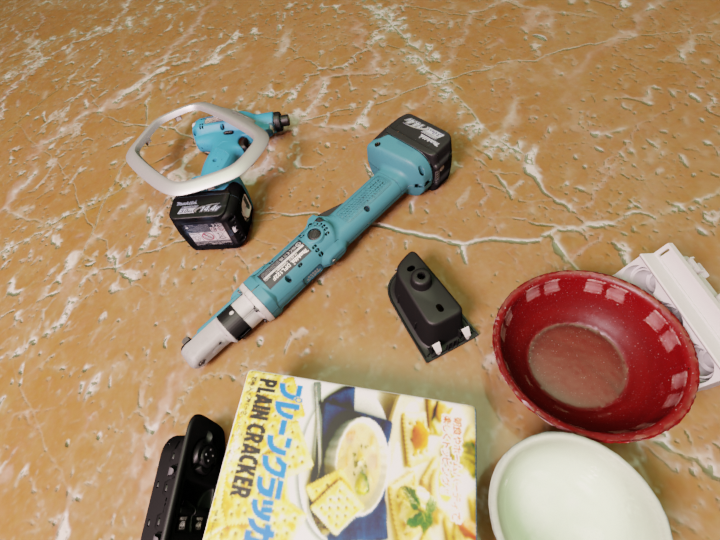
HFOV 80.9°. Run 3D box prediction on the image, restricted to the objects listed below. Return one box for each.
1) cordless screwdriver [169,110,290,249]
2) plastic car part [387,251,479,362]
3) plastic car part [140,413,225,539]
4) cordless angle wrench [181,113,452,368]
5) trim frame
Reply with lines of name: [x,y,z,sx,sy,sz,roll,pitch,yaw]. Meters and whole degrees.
cordless screwdriver: [-0.188,-0.152,0.636,0.161,0.071,0.257,-8,54,7]
plastic car part: [0.071,0.028,0.466,0.065,0.068,0.122,-27,60,-8]
plastic car part: [-0.173,0.246,0.399,0.069,0.062,0.207,-16,55,32]
cordless angle wrench: [-0.052,-0.034,0.536,0.420,0.071,0.103,-44,61,-12]
trim frame: [-0.241,-0.186,0.621,0.262,0.026,0.182,32,67,35]
